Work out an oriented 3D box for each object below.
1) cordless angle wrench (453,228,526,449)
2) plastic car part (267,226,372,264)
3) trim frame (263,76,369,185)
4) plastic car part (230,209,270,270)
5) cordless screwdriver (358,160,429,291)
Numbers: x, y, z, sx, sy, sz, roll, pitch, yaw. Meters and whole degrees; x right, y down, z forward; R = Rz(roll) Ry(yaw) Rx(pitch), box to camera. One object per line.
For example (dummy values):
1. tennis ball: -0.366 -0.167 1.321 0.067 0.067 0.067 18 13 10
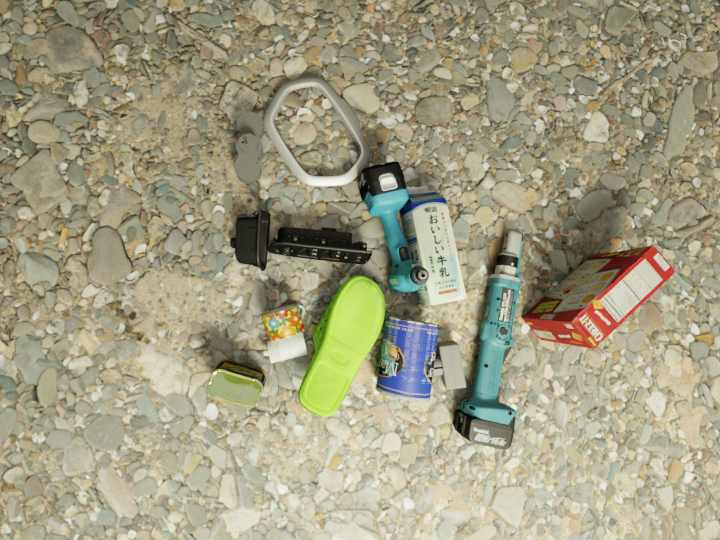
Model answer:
1. cordless angle wrench: 0.273 0.121 0.842 0.097 0.074 0.425 13 81 -6
2. plastic car part: -0.082 -0.053 0.835 0.201 0.066 0.068 2 76 -5
3. trim frame: -0.089 -0.286 0.877 0.183 0.027 0.250 -34 86 -6
4. plastic car part: -0.219 -0.060 0.830 0.072 0.065 0.117 6 88 9
5. cordless screwdriver: 0.068 -0.082 0.801 0.073 0.159 0.251 -13 85 -9
